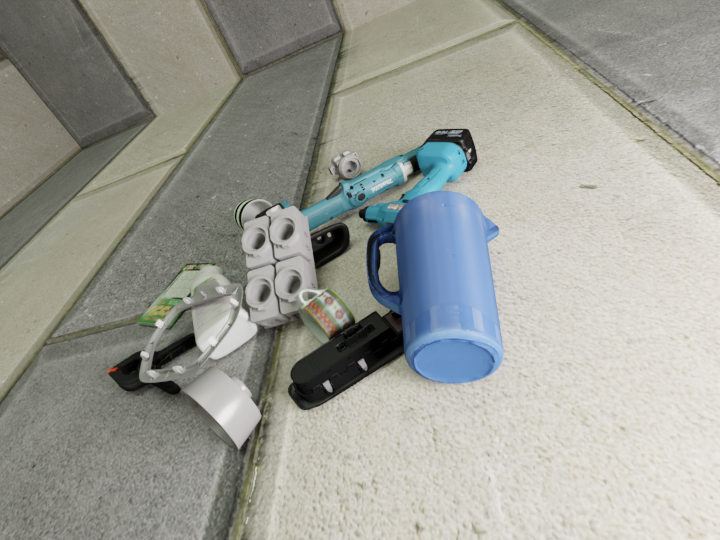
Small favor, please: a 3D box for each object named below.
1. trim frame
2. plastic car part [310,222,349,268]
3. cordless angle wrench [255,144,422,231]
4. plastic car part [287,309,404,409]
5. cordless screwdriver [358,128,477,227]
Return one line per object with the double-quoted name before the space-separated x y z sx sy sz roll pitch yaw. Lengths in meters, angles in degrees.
"trim frame" -0.284 0.095 0.696 0.257 0.026 0.187 -17 41 36
"plastic car part" -0.080 -0.052 0.815 0.116 0.064 0.074 -30 22 -8
"cordless angle wrench" -0.012 -0.163 0.882 0.420 0.093 0.078 -29 35 -8
"plastic car part" -0.014 0.114 0.575 0.202 0.063 0.070 -35 45 -5
"cordless screwdriver" 0.113 -0.172 0.819 0.168 0.071 0.248 10 55 40
